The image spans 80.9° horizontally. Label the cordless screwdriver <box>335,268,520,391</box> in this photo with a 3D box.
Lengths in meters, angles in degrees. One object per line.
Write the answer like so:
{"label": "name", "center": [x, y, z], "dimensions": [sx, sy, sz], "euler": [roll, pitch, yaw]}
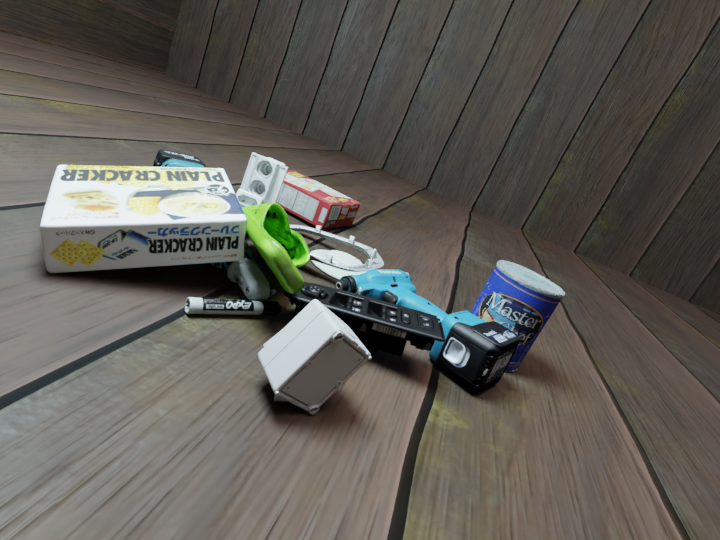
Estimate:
{"label": "cordless screwdriver", "center": [0.086, 0.069, 0.619], "dimensions": [0.151, 0.074, 0.263], "euler": [2, 24, -44]}

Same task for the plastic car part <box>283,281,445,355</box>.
{"label": "plastic car part", "center": [-0.002, 0.063, 0.542], "dimensions": [0.205, 0.066, 0.067], "euler": [19, 26, 4]}

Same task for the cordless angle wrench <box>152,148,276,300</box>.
{"label": "cordless angle wrench", "center": [-0.245, -0.083, 0.677], "dimensions": [0.093, 0.074, 0.448], "euler": [5, 28, -40]}

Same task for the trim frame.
{"label": "trim frame", "center": [-0.076, -0.050, 0.774], "dimensions": [0.257, 0.027, 0.180], "euler": [20, 22, 18]}
